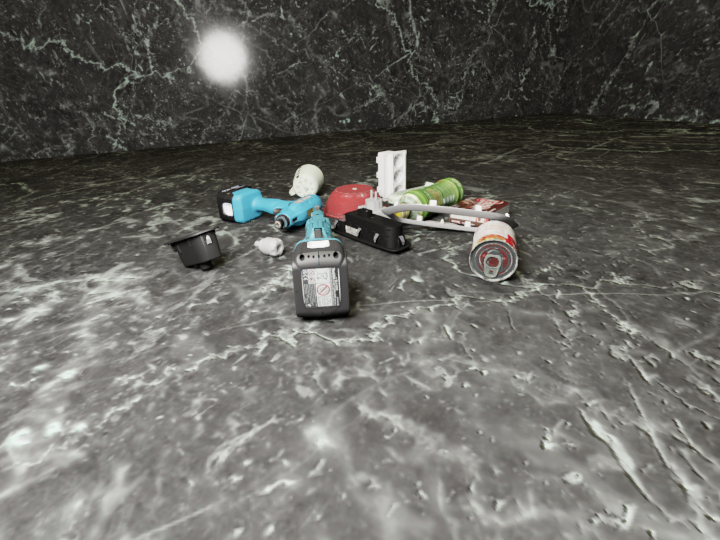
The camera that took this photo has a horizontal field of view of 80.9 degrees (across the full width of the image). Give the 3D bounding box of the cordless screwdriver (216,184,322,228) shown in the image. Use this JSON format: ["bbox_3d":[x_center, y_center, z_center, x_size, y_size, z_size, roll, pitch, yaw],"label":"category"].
[{"bbox_3d":[-0.230,-0.142,0.984,0.260,0.072,0.156,9,27,26],"label":"cordless screwdriver"}]

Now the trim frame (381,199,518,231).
[{"bbox_3d":[0.163,-0.100,0.791,0.253,0.028,0.180,7,-5,8],"label":"trim frame"}]

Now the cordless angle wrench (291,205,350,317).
[{"bbox_3d":[-0.073,-0.048,0.745,0.074,0.096,0.433,-5,20,-5],"label":"cordless angle wrench"}]

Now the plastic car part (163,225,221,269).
[{"bbox_3d":[-0.291,-0.036,0.760,0.122,0.070,0.064,-3,17,44],"label":"plastic car part"}]

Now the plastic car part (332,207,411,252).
[{"bbox_3d":[0.023,-0.086,0.839,0.064,0.066,0.215,-10,26,-33],"label":"plastic car part"}]
